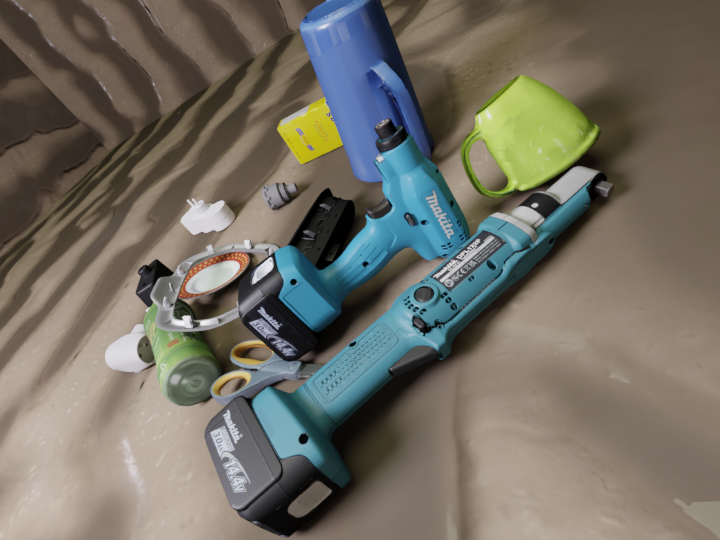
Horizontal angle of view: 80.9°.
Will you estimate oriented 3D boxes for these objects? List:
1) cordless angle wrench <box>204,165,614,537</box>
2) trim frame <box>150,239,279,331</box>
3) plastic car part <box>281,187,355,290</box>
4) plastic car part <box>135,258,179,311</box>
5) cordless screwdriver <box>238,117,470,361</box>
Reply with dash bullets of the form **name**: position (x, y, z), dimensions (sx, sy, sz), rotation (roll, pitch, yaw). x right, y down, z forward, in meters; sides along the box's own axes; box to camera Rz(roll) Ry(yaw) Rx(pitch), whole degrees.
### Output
- **cordless angle wrench**: position (0.062, 0.039, 0.372), dimensions (0.420, 0.070, 0.104), rotation (-40, 44, -10)
- **trim frame**: position (-0.203, 0.010, 0.606), dimensions (0.184, 0.026, 0.258), rotation (-14, 30, -3)
- **plastic car part**: position (-0.055, -0.036, 0.563), dimensions (0.070, 0.063, 0.205), rotation (-3, 46, 25)
- **plastic car part**: position (-0.365, 0.023, 0.751), dimensions (0.066, 0.067, 0.122), rotation (-33, 38, 3)
- **cordless screwdriver**: position (-0.021, -0.028, 0.440), dimensions (0.250, 0.153, 0.077), rotation (-34, 25, 5)
